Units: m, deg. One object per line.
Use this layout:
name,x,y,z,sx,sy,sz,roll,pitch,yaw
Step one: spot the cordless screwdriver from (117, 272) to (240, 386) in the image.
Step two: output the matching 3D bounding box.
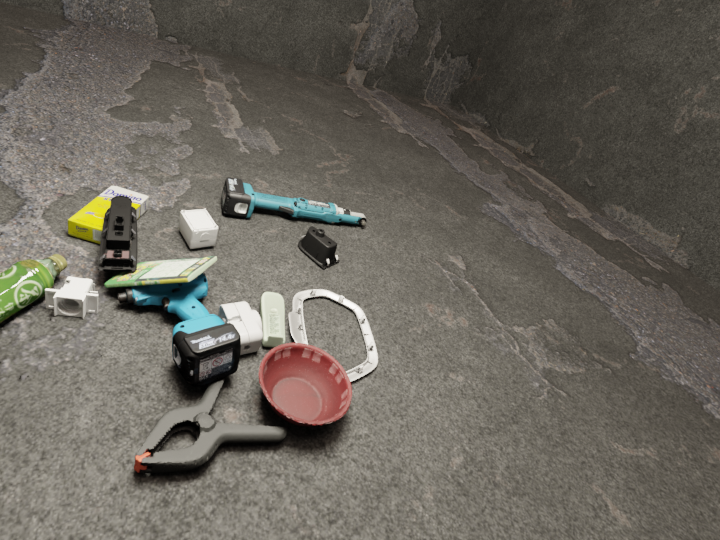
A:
cordless screwdriver,-0.314,0.088,0.729,0.153,0.073,0.263,-11,35,-34

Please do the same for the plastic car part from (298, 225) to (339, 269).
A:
plastic car part,-0.105,-0.068,1.070,0.121,0.070,0.064,40,36,22

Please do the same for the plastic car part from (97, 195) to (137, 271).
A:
plastic car part,-0.480,-0.084,0.839,0.064,0.066,0.213,-5,40,-22

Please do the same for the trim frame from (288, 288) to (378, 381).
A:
trim frame,-0.059,0.122,0.868,0.179,0.027,0.259,6,38,-18

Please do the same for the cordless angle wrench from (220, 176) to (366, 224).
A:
cordless angle wrench,-0.173,-0.175,1.189,0.407,0.073,0.102,6,37,-23
